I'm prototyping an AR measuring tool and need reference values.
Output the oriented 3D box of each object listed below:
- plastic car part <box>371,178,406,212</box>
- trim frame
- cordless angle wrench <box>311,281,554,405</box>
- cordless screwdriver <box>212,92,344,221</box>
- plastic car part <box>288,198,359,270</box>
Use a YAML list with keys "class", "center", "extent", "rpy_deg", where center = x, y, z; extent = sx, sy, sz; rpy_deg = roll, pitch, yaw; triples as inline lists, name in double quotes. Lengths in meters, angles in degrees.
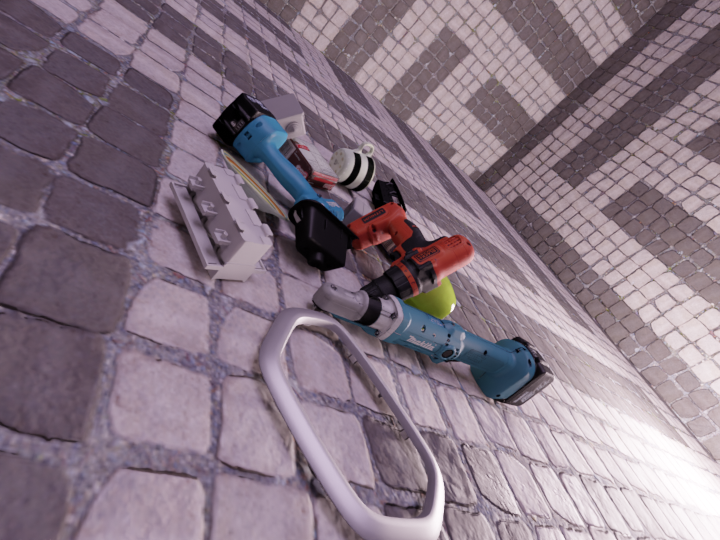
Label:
- class: "plastic car part"
  center: [0.059, -0.164, 1.000]
  extent: [0.066, 0.065, 0.208]
  rpy_deg: [13, 31, -7]
- class: "trim frame"
  center: [-0.007, 0.138, 0.414]
  extent: [0.258, 0.028, 0.176]
  rpy_deg: [51, 25, 20]
- class: "cordless angle wrench"
  center: [0.111, 0.098, 0.595]
  extent: [0.403, 0.098, 0.078]
  rpy_deg: [25, 27, -29]
- class: "cordless screwdriver"
  center: [-0.119, -0.167, 0.694]
  extent: [0.252, 0.075, 0.156]
  rpy_deg: [51, 15, 6]
- class: "plastic car part"
  center: [-0.056, -0.037, 0.572]
  extent: [0.110, 0.068, 0.073]
  rpy_deg: [38, 43, -53]
